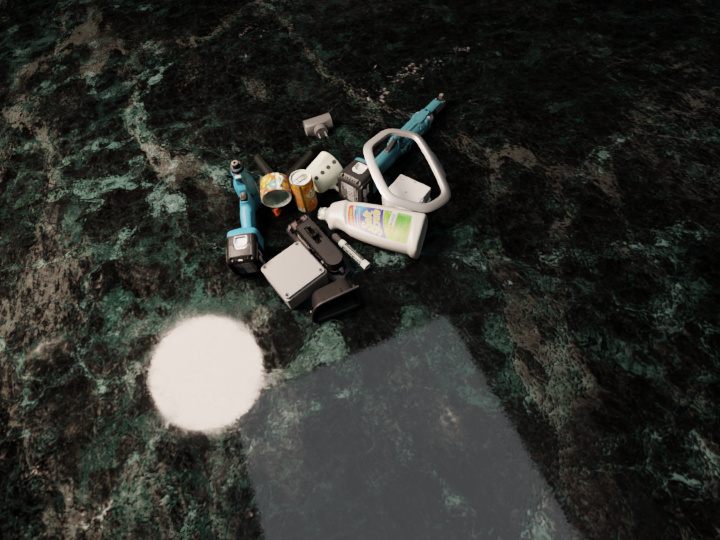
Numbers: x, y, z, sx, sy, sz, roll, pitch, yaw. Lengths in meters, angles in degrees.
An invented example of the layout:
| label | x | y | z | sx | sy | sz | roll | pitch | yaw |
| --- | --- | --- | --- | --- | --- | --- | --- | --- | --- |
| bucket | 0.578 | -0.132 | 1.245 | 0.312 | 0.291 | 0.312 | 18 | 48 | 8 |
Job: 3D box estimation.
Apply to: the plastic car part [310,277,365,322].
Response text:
| label | x | y | z | sx | sy | sz | roll | pitch | yaw |
| --- | --- | --- | --- | --- | --- | --- | --- | --- | --- |
| plastic car part | -0.059 | 0.055 | 0.896 | 0.116 | 0.063 | 0.074 | -21 | 44 | -1 |

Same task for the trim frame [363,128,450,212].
| label | x | y | z | sx | sy | sz | roll | pitch | yaw |
| --- | --- | --- | --- | --- | --- | --- | --- | --- | --- |
| trim frame | 0.108 | -0.234 | 0.975 | 0.180 | 0.027 | 0.258 | -13 | 62 | -15 |

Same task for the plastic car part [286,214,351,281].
| label | x | y | z | sx | sy | sz | roll | pitch | yaw |
| --- | --- | --- | --- | --- | --- | --- | --- | --- | --- |
| plastic car part | -0.095 | -0.062 | 0.970 | 0.065 | 0.065 | 0.212 | -31 | 61 | -20 |

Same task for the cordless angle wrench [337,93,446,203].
| label | x | y | z | sx | sy | sz | roll | pitch | yaw |
| --- | --- | --- | --- | --- | --- | --- | --- | --- | --- |
| cordless angle wrench | 0.101 | -0.327 | 1.087 | 0.078 | 0.094 | 0.420 | 31 | 64 | 22 |

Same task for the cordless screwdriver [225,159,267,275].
| label | x | y | z | sx | sy | sz | roll | pitch | yaw |
| --- | --- | --- | --- | --- | --- | --- | --- | --- | --- |
| cordless screwdriver | -0.270 | -0.123 | 0.980 | 0.075 | 0.153 | 0.257 | -9 | 60 | 1 |
